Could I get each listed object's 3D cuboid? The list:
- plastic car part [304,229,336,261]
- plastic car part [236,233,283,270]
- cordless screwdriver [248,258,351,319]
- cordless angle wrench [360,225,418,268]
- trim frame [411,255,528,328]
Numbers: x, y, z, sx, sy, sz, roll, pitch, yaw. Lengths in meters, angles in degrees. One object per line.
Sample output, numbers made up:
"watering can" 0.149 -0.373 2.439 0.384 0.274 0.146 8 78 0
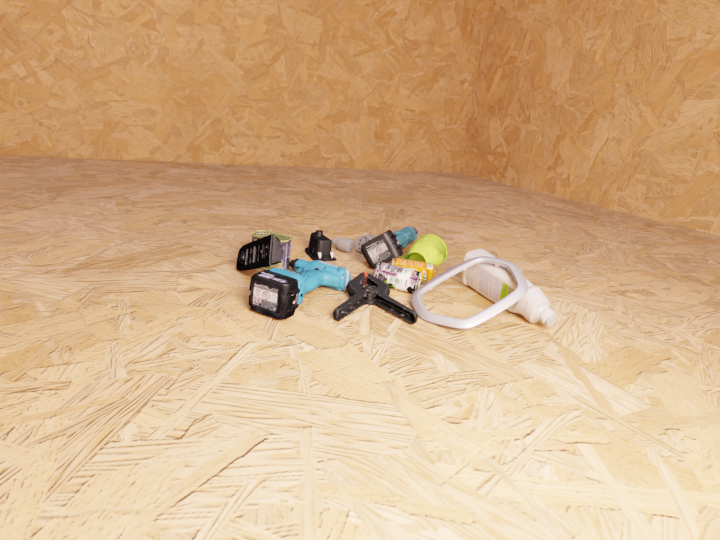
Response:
"plastic car part" -0.115 -0.076 1.181 0.064 0.070 0.123 -1 23 -26
"plastic car part" -0.226 -0.035 0.959 0.064 0.067 0.211 1 -5 -39
"cordless screwdriver" -0.145 0.021 0.909 0.167 0.073 0.240 16 18 27
"cordless angle wrench" 0.118 -0.093 1.272 0.100 0.074 0.413 -28 1 24
"trim frame" 0.227 0.041 0.891 0.245 0.026 0.194 -30 37 -14
